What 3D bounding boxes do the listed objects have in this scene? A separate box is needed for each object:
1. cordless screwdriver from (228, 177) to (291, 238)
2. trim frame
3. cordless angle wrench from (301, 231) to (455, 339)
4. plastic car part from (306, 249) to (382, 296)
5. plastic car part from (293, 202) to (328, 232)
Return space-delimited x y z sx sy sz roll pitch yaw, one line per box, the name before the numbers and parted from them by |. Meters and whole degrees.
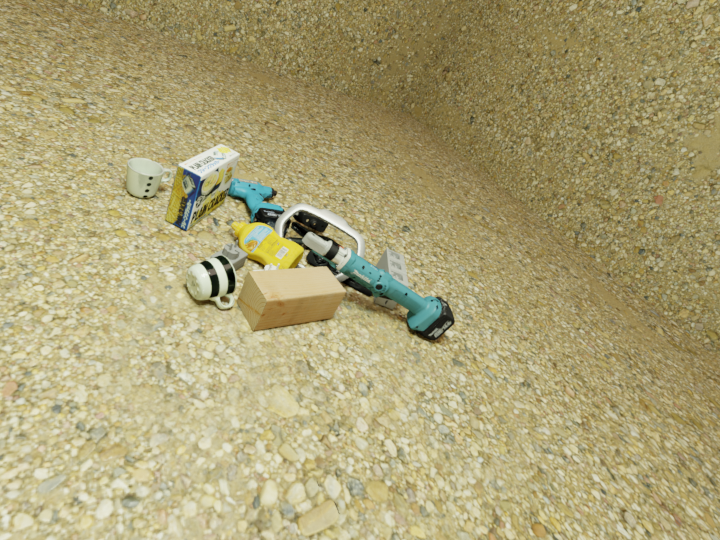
cordless screwdriver | -0.272 -0.182 1.210 0.151 0.074 0.263 2 35 -39
trim frame | -0.107 -0.070 1.092 0.250 0.184 0.027 28 -10 3
cordless angle wrench | 0.041 0.027 1.010 0.410 0.098 0.076 33 25 -17
plastic car part | -0.045 -0.011 1.128 0.202 0.066 0.067 27 16 -3
plastic car part | -0.139 -0.146 1.229 0.110 0.066 0.075 17 22 -38
